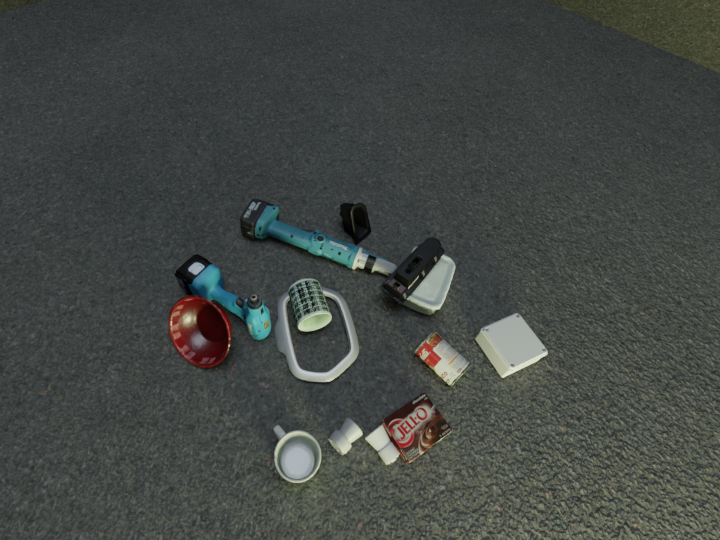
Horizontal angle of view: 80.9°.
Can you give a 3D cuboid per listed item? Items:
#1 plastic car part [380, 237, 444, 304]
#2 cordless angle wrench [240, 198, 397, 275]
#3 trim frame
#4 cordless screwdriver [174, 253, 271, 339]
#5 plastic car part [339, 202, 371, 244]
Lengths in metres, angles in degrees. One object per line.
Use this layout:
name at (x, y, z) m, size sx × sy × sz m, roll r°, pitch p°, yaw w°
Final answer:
plastic car part at (0.131, -0.015, 1.010) m, size 0.069 × 0.065 × 0.200 m, roll 32°, pitch 56°, yaw 24°
cordless angle wrench at (-0.108, -0.071, 1.104) m, size 0.430 × 0.072 × 0.098 m, roll 21°, pitch 56°, yaw 8°
trim frame at (-0.106, 0.138, 0.982) m, size 0.181 × 0.027 × 0.258 m, roll -11°, pitch 58°, yaw -12°
cordless screwdriver at (-0.308, 0.049, 0.954) m, size 0.258 × 0.155 × 0.074 m, roll 31°, pitch 58°, yaw 18°
plastic car part at (-0.023, -0.141, 1.139) m, size 0.075 × 0.111 × 0.065 m, roll 23°, pitch 52°, yaw 38°
